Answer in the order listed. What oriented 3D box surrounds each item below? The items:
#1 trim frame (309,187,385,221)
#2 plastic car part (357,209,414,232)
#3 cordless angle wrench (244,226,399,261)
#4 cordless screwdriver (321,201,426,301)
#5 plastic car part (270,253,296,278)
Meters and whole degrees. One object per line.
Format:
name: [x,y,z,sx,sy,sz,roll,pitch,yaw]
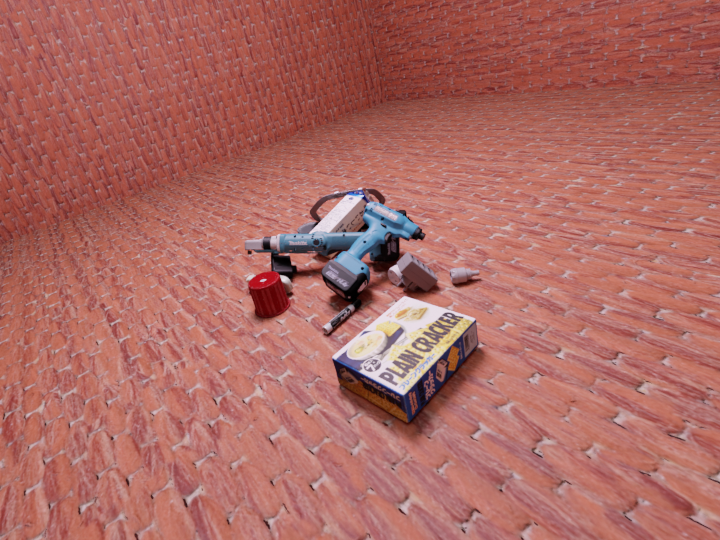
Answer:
trim frame: [-0.042,-0.207,1.360,0.247,0.179,0.028,-11,66,-4]
plastic car part: [0.059,-0.148,1.293,0.207,0.065,0.067,-5,21,12]
cordless angle wrench: [-0.111,-0.072,1.132,0.431,0.098,0.073,0,1,12]
cordless screwdriver: [0.030,-0.039,0.997,0.166,0.071,0.248,29,72,21]
plastic car part: [-0.213,-0.006,1.173,0.069,0.064,0.122,-5,28,-15]
